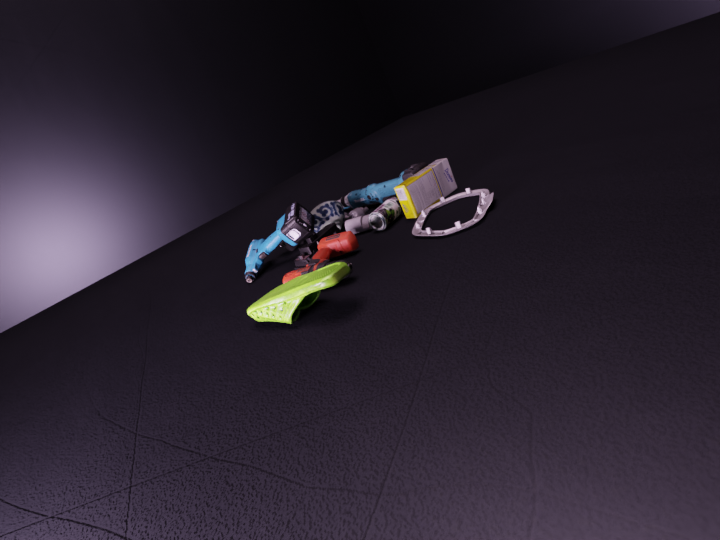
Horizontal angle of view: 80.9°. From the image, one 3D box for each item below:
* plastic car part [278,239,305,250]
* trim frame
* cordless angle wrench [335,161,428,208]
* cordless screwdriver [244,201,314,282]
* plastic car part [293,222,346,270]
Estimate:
[{"bbox_3d":[-0.208,-0.106,1.323,0.116,0.068,0.069,-49,28,-17],"label":"plastic car part"},{"bbox_3d":[0.214,-0.139,0.979,0.191,0.027,0.247,-13,23,29],"label":"trim frame"},{"bbox_3d":[0.046,-0.243,1.340,0.073,0.095,0.441,-41,22,-32],"label":"cordless angle wrench"},{"bbox_3d":[-0.241,-0.074,1.198,0.253,0.071,0.164,-34,34,29],"label":"cordless screwdriver"},{"bbox_3d":[-0.113,-0.074,1.160,0.069,0.066,0.199,-17,18,43],"label":"plastic car part"}]
